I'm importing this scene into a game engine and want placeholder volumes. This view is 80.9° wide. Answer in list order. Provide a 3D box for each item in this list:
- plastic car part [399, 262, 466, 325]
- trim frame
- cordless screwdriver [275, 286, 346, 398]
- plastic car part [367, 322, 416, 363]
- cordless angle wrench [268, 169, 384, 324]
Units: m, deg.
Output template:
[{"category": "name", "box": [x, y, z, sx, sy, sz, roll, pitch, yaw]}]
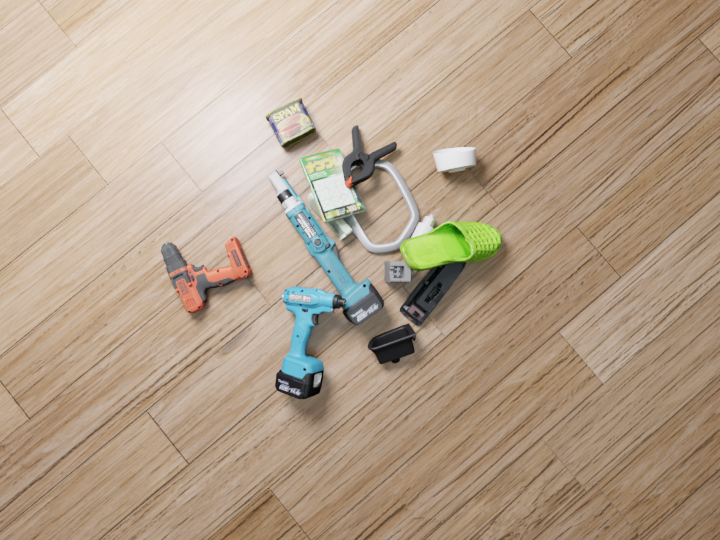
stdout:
[{"category": "plastic car part", "box": [0.182, 0.038, 1.026, 0.067, 0.066, 0.203, 38, 85, 6]}, {"category": "trim frame", "box": [0.037, -0.164, 1.053, 0.184, 0.027, 0.249, -28, 89, -3]}, {"category": "cordless screwdriver", "box": [-0.114, 0.166, 0.982, 0.166, 0.071, 0.250, 2, 85, 29]}, {"category": "plastic car part", "box": [0.082, 0.187, 1.020, 0.117, 0.067, 0.069, -24, 104, 1]}, {"category": "cordless angle wrench", "box": [-0.100, -0.066, 1.028, 0.098, 0.074, 0.427, -35, 85, -3]}]
